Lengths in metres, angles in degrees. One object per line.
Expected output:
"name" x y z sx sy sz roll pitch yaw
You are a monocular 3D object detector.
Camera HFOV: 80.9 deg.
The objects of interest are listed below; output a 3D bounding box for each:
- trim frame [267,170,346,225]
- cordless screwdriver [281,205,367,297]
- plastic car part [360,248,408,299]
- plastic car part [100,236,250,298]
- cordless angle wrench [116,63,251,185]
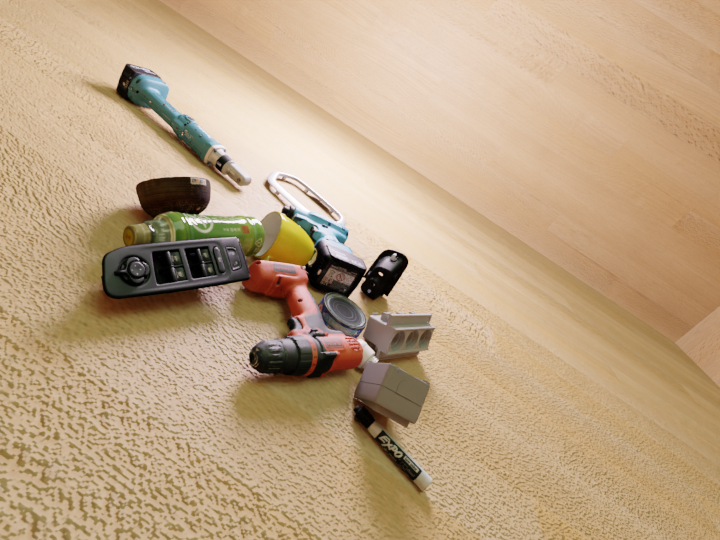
"trim frame" -0.139 -0.182 1.089 0.258 0.027 0.178 39 25 18
"cordless screwdriver" -0.083 -0.054 0.852 0.153 0.074 0.258 24 21 -22
"plastic car part" 0.039 0.014 0.839 0.067 0.116 0.070 40 47 9
"plastic car part" -0.240 -0.002 0.544 0.195 0.069 0.067 -11 86 -58
"cordless angle wrench" -0.407 -0.333 0.990 0.435 0.074 0.095 42 24 15
